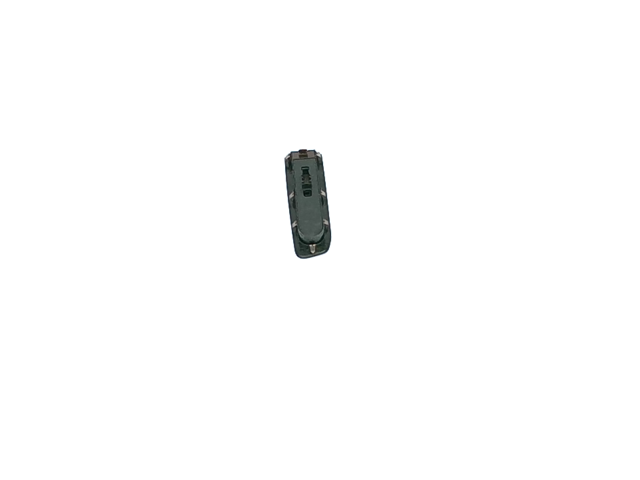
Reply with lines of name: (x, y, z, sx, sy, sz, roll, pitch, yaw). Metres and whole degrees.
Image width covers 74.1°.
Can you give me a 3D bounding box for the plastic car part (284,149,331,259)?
plastic car part: (-0.018, -0.070, 0.687, 0.066, 0.202, 0.067, -2, -23, -9)
